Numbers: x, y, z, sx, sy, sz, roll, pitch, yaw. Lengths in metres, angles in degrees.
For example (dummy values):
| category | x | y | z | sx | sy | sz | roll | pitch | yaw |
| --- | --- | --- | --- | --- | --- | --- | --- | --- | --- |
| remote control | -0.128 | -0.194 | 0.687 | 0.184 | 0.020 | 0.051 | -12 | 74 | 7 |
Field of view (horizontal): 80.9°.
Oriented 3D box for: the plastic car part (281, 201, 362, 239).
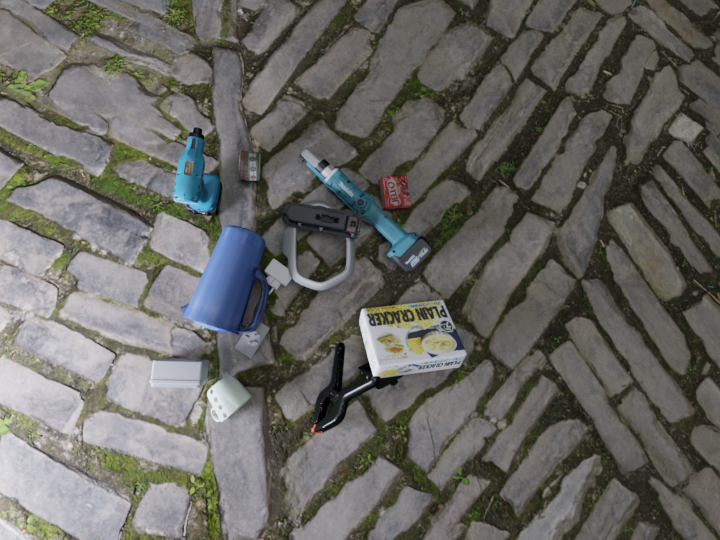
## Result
| category | x | y | z | sx | sy | sz | roll | pitch | yaw |
| --- | --- | --- | --- | --- | --- | --- | --- | --- | --- |
| plastic car part | -0.100 | -0.126 | 1.043 | 0.205 | 0.066 | 0.066 | 11 | 93 | 4 |

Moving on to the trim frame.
| category | x | y | z | sx | sy | sz | roll | pitch | yaw |
| --- | --- | --- | --- | --- | --- | --- | --- | --- | --- |
| trim frame | -0.104 | -0.068 | 1.068 | 0.181 | 0.027 | 0.254 | 2 | 68 | -10 |

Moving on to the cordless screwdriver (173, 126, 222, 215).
| category | x | y | z | sx | sy | sz | roll | pitch | yaw |
| --- | --- | --- | --- | --- | --- | --- | --- | --- | --- |
| cordless screwdriver | -0.368 | -0.214 | 0.970 | 0.073 | 0.251 | 0.160 | 8 | 86 | -11 |

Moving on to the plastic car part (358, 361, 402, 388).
| category | x | y | z | sx | sy | sz | roll | pitch | yaw |
| --- | --- | --- | --- | --- | --- | --- | --- | --- | --- |
| plastic car part | 0.065 | 0.250 | 1.039 | 0.114 | 0.068 | 0.070 | -21 | 100 | -15 |

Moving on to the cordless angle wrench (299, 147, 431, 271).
| category | x | y | z | sx | sy | sz | roll | pitch | yaw |
| --- | --- | --- | --- | --- | --- | --- | --- | --- | --- |
| cordless angle wrench | 0.001 | -0.171 | 1.099 | 0.428 | 0.073 | 0.098 | 44 | 95 | 6 |
